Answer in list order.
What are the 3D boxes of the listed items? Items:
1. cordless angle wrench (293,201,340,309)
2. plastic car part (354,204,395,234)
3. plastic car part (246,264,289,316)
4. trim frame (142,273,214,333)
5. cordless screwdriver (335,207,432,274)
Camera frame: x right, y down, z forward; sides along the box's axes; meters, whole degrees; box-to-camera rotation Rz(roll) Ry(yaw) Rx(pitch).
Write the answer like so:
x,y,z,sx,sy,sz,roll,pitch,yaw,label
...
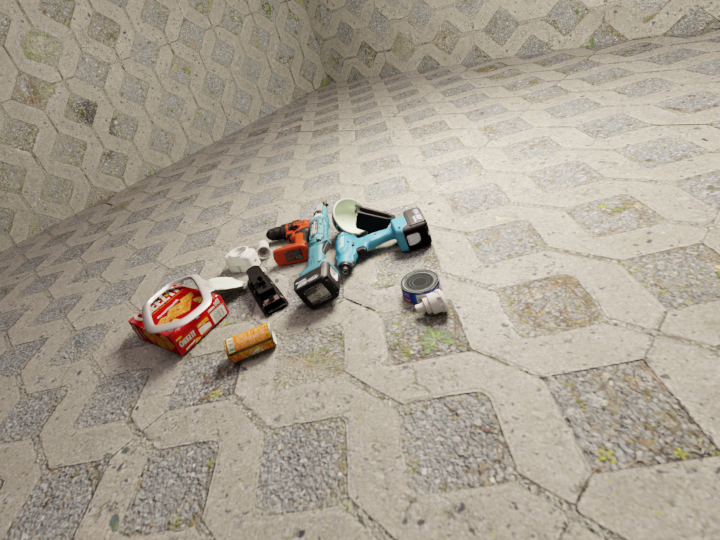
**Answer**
x,y,z,sx,sy,sz,roll,pitch,yaw,label
-0.112,-0.073,1.142,0.099,0.071,0.436,-30,33,17,cordless angle wrench
0.033,-0.132,1.175,0.115,0.070,0.067,16,24,-8,plastic car part
-0.259,0.042,1.109,0.066,0.064,0.214,-35,32,-11,plastic car part
-0.458,0.079,1.061,0.182,0.026,0.262,-33,32,-17,trim frame
0.053,-0.069,1.089,0.253,0.071,0.163,-17,32,13,cordless screwdriver
